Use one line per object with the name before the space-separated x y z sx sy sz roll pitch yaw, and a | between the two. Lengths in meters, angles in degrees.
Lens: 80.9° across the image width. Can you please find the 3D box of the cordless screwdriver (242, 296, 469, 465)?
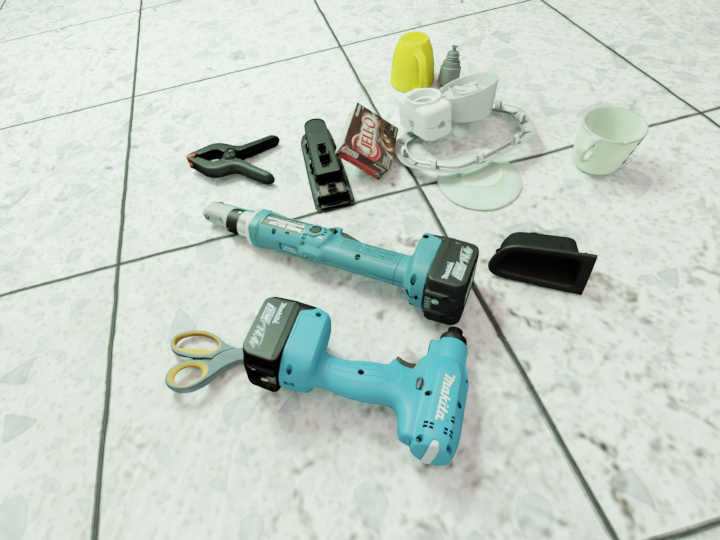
cordless screwdriver | -0.001 0.098 0.492 0.255 0.072 0.160 17 48 13

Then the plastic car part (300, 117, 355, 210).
plastic car part | -0.067 -0.195 0.730 0.066 0.064 0.212 -18 51 2

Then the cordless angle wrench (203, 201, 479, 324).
cordless angle wrench | -0.059 -0.039 0.606 0.441 0.071 0.097 17 47 23

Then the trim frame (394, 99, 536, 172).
trim frame | 0.176 -0.236 0.728 0.246 0.026 0.195 -30 45 -12

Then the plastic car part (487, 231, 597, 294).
plastic car part | 0.237 -0.023 0.561 0.121 0.064 0.071 14 42 20
